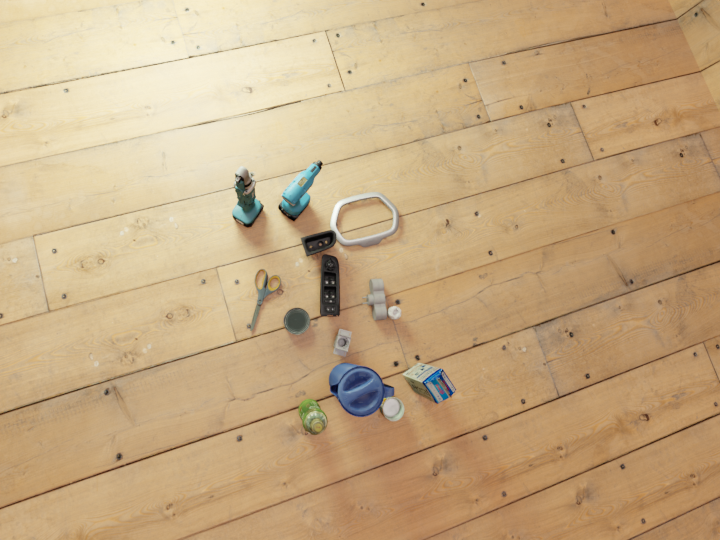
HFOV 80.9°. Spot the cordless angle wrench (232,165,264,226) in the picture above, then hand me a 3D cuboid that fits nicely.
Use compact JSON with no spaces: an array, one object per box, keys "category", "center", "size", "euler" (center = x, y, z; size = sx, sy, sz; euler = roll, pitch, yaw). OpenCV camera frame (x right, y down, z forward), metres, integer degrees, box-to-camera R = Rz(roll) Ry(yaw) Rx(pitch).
[{"category":"cordless angle wrench","center":[-0.332,-0.218,1.223],"size":[0.074,0.426,0.098],"euler":[33,78,-8]}]

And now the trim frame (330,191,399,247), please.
[{"category":"trim frame","center":[0.015,-0.175,1.465],"size":[0.245,0.027,0.186],"euler":[-15,83,-10]}]

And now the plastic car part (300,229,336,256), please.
[{"category":"plastic car part","center":[-0.138,-0.090,1.407],"size":[0.115,0.071,0.066],"euler":[-18,86,-11]}]

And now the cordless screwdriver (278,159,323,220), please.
[{"category":"cordless screwdriver","center":[-0.188,-0.252,1.338],"size":[0.074,0.251,0.159],"euler":[39,77,-6]}]

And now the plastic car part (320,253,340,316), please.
[{"category":"plastic car part","center":[-0.103,0.049,1.389],"size":[0.065,0.067,0.205],"euler":[2,80,-10]}]
